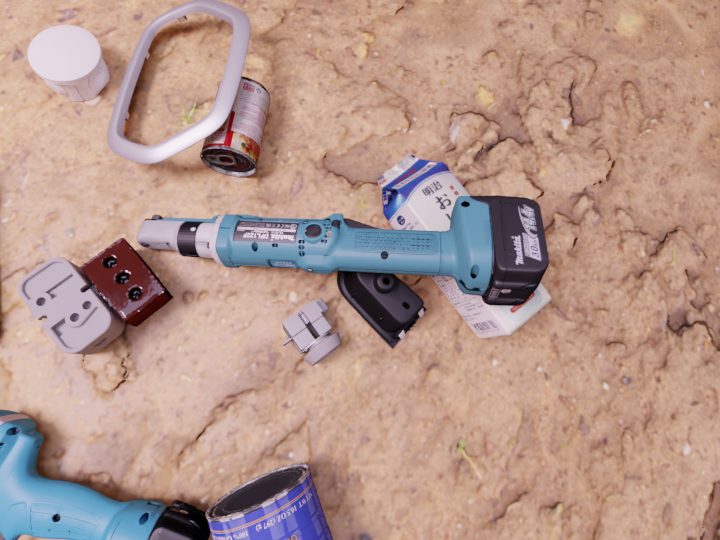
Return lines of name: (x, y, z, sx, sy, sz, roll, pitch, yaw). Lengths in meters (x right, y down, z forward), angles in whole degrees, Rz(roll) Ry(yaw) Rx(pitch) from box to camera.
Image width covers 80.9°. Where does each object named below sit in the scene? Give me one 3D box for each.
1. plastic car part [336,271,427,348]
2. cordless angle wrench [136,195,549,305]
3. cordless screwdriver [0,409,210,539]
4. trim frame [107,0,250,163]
plastic car part: (0.025, 0.024, 0.487, 0.117, 0.071, 0.065, 45, 72, 1)
cordless angle wrench: (-0.044, -0.029, 0.447, 0.431, 0.071, 0.100, 3, 60, 11)
cordless screwdriver: (-0.272, 0.252, 0.378, 0.250, 0.073, 0.160, 23, 72, 3)
trim frame: (-0.224, -0.237, 0.516, 0.189, 0.026, 0.252, 1, 72, 16)
